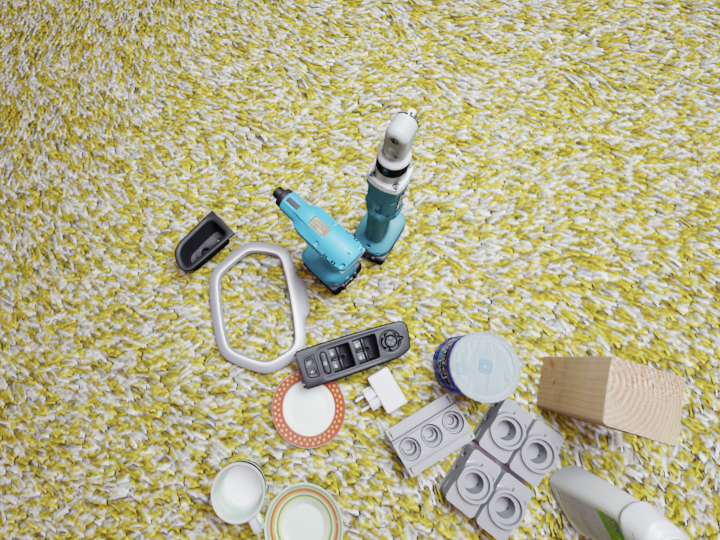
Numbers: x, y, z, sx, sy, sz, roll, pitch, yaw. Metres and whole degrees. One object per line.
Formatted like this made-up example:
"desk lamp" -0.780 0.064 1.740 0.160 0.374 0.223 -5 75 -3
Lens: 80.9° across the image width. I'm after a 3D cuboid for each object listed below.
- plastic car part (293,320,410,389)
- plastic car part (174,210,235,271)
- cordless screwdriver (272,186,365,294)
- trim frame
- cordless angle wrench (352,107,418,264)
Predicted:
"plastic car part" -0.010 0.145 0.742 0.203 0.066 0.068 -18 77 -1
"plastic car part" -0.298 -0.045 0.811 0.067 0.069 0.116 43 82 10
"cordless screwdriver" -0.069 -0.045 0.705 0.163 0.244 0.074 43 81 9
"trim frame" -0.190 0.066 0.796 0.184 0.027 0.254 -13 75 1
"cordless angle wrench" 0.036 -0.102 0.624 0.075 0.416 0.098 31 79 5
